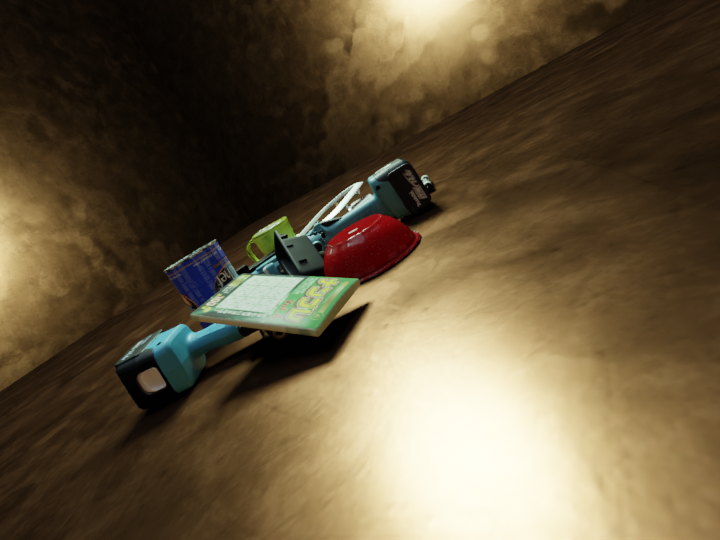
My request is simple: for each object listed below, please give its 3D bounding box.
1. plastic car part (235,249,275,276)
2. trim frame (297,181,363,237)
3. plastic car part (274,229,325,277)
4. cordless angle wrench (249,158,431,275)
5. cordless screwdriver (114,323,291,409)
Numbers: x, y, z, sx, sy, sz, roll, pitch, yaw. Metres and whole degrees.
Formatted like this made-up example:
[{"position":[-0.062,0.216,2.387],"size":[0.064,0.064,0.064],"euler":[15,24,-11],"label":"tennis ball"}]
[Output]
[{"position":[-0.222,0.014,0.888],"size":[0.199,0.066,0.068],"euler":[-35,6,-25],"label":"plastic car part"},{"position":[-0.074,-0.118,0.928],"size":[0.188,0.027,0.249],"euler":[-31,20,35],"label":"trim frame"},{"position":[-0.093,-0.018,0.706],"size":[0.069,0.064,0.123],"euler":[-22,47,-23],"label":"plastic car part"},{"position":[-0.076,-0.050,0.778],"size":[0.426,0.096,0.075],"euler":[-32,11,10],"label":"cordless angle wrench"},{"position":[-0.191,0.096,0.550],"size":[0.249,0.073,0.162],"euler":[-27,14,0],"label":"cordless screwdriver"}]
